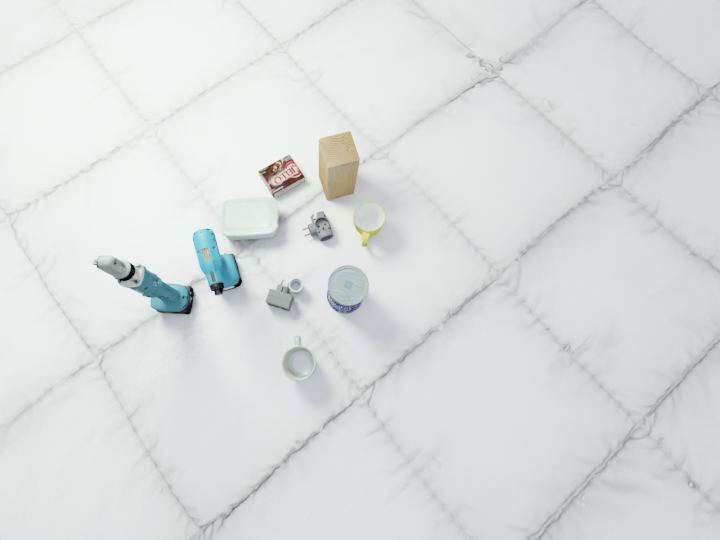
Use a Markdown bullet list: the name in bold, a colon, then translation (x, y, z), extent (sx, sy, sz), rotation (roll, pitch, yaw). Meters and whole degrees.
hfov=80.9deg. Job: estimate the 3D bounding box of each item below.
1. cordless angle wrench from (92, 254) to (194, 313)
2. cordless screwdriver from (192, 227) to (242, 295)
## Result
- **cordless angle wrench**: translation (-0.484, 0.034, 0.969), extent (0.097, 0.418, 0.075), rotation (3, 75, -5)
- **cordless screwdriver**: translation (-0.355, 0.005, 1.068), extent (0.074, 0.245, 0.163), rotation (-18, 77, -10)
